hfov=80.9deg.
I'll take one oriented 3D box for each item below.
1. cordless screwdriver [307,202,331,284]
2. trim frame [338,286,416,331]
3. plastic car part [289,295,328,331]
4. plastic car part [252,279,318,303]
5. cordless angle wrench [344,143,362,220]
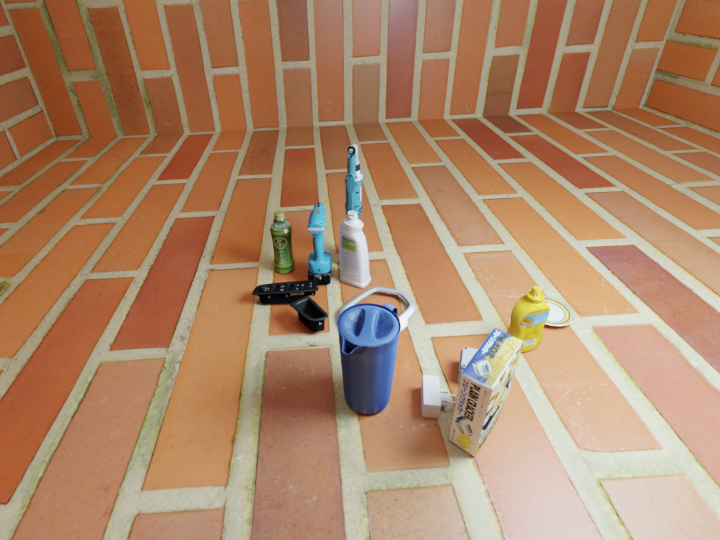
[{"bbox_3d":[-0.133,-0.087,1.363,0.075,0.241,0.163,0,34,0],"label":"cordless screwdriver"},{"bbox_3d":[0.048,0.124,1.235,0.242,0.027,0.195,-31,44,-34],"label":"trim frame"},{"bbox_3d":[-0.141,0.134,1.197,0.064,0.069,0.123,-23,40,-29],"label":"plastic car part"},{"bbox_3d":[-0.229,0.068,1.302,0.204,0.065,0.068,-1,34,2],"label":"plastic car part"},{"bbox_3d":[-0.023,-0.206,1.378,0.077,0.410,0.097,13,35,18],"label":"cordless angle wrench"}]
